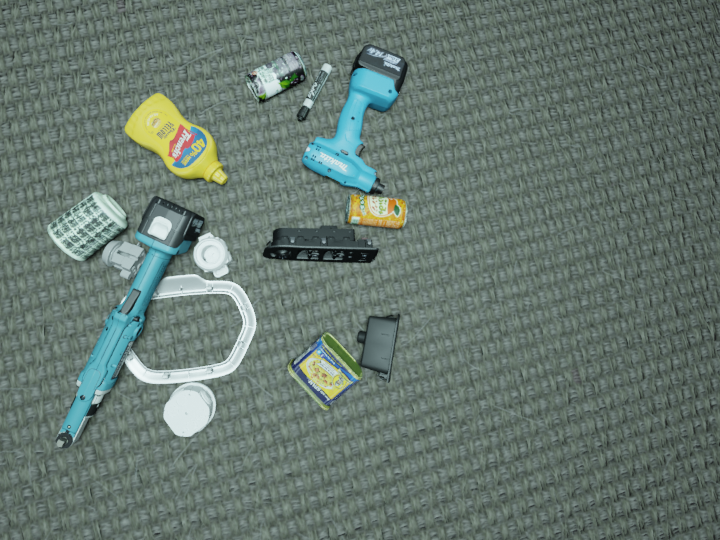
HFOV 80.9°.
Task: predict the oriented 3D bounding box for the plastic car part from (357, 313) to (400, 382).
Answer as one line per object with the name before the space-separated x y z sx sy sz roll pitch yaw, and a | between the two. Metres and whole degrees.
plastic car part | 0.029 0.131 0.750 0.072 0.064 0.117 6 81 8

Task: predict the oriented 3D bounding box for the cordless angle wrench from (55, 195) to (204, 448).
cordless angle wrench | -0.384 0.086 0.688 0.074 0.099 0.423 25 87 -5

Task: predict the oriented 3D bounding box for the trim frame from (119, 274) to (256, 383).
trim frame | -0.308 0.101 0.740 0.247 0.027 0.185 -5 84 -3

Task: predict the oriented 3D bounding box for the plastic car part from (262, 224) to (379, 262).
plastic car part | -0.074 -0.048 0.755 0.201 0.066 0.068 -3 77 -5

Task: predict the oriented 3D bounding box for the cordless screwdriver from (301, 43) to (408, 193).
cordless screwdriver | 0.014 -0.271 0.780 0.158 0.075 0.249 26 87 -3
